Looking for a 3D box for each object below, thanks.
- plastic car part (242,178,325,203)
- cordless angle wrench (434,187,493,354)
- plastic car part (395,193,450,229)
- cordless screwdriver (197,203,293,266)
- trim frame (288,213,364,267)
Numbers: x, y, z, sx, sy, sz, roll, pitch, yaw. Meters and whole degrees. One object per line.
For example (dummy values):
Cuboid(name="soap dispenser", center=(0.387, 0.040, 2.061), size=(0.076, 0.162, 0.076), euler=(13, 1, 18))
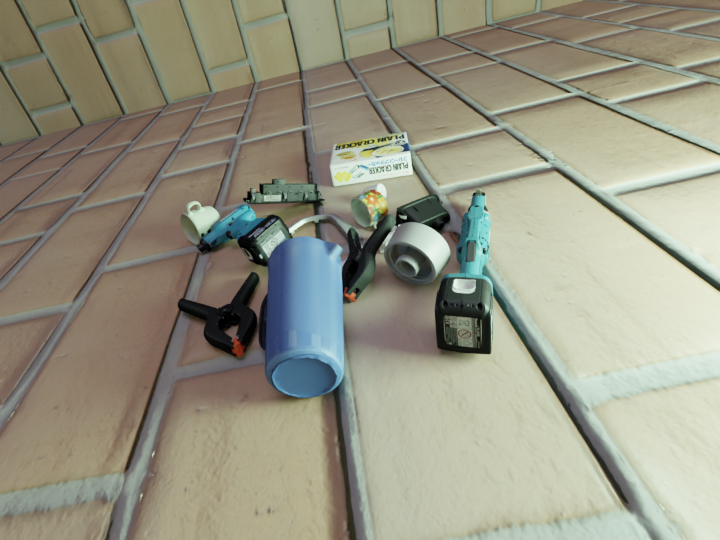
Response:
Cuboid(name="plastic car part", center=(-0.189, -0.196, 1.061), size=(0.196, 0.066, 0.069), euler=(-1, 7, -21))
Cuboid(name="cordless angle wrench", center=(0.195, -0.034, 0.735), size=(0.077, 0.094, 0.424), euler=(1, 34, 19))
Cuboid(name="plastic car part", center=(0.138, -0.109, 0.877), size=(0.114, 0.064, 0.075), euler=(-23, 51, -17))
Cuboid(name="cordless screwdriver", center=(-0.265, -0.071, 0.943), size=(0.158, 0.071, 0.263), euler=(-42, 36, -19))
Cuboid(name="trim frame", center=(-0.089, -0.058, 0.911), size=(0.182, 0.026, 0.261), euler=(-23, 35, -10))
